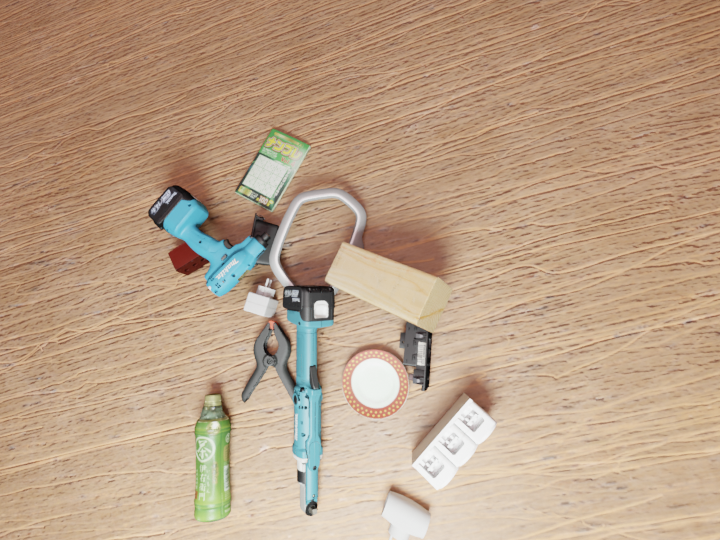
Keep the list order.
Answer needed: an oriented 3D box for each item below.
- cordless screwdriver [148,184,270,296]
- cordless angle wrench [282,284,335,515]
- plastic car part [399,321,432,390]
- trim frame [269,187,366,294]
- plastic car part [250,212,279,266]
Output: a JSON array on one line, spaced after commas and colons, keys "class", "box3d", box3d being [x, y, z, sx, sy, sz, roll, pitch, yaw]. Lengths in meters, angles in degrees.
[{"class": "cordless screwdriver", "box3d": [-0.315, -0.084, 0.888, 0.256, 0.072, 0.159, 43, 88, 15]}, {"class": "cordless angle wrench", "box3d": [-0.100, 0.241, 0.807, 0.102, 0.071, 0.424, -6, 83, 56]}, {"class": "plastic car part", "box3d": [0.112, 0.120, 0.810, 0.070, 0.063, 0.204, 4, 78, 26]}, {"class": "trim frame", "box3d": [-0.087, -0.057, 0.893, 0.186, 0.027, 0.249, 21, 85, 6]}, {"class": "plastic car part", "box3d": [-0.206, -0.059, 0.923, 0.071, 0.066, 0.117, 7, 83, -4]}]
